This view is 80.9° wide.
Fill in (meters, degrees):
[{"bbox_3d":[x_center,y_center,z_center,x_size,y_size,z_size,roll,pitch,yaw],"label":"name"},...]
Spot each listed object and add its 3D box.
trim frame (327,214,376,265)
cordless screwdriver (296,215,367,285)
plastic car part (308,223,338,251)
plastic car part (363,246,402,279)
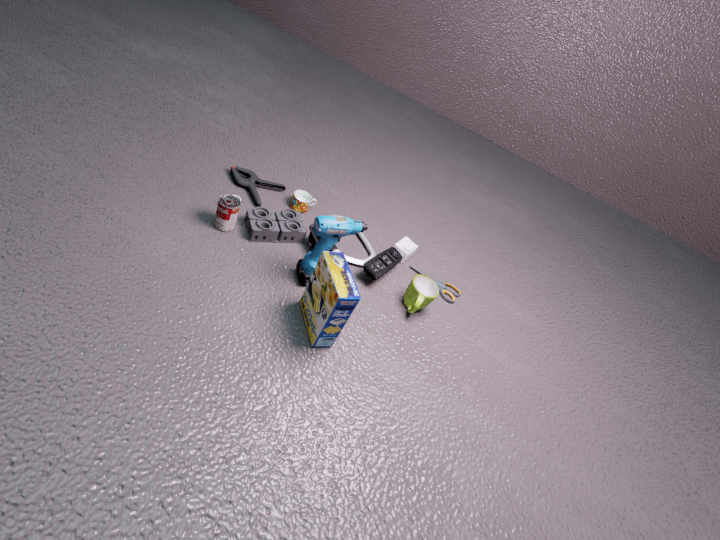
[{"bbox_3d":[-0.045,-0.110,1.489,0.177,0.027,0.261,-9,50,-34],"label":"trim frame"},{"bbox_3d":[-0.089,-0.059,1.241,0.153,0.247,0.078,2,47,-28],"label":"cordless screwdriver"},{"bbox_3d":[-0.136,-0.089,1.388,0.063,0.070,0.122,-7,50,-34],"label":"plastic car part"},{"bbox_3d":[0.075,-0.018,1.417,0.068,0.066,0.198,39,42,14],"label":"plastic car part"}]
